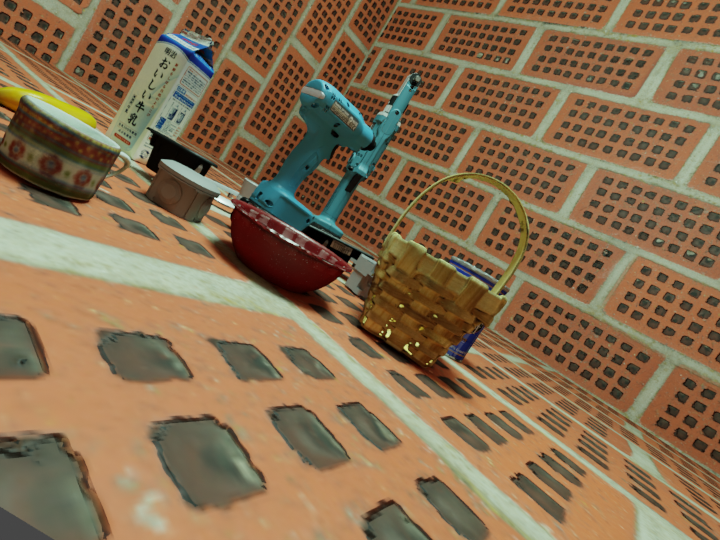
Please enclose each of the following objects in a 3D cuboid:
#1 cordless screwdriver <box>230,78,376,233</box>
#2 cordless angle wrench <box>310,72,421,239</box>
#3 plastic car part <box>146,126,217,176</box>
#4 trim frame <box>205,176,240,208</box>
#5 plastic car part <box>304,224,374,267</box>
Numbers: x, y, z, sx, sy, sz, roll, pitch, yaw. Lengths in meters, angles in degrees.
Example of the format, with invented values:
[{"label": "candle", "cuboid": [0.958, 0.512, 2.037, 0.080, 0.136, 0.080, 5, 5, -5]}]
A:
[{"label": "cordless screwdriver", "cuboid": [-0.077, -0.141, 0.643, 0.079, 0.248, 0.150, 36, 6, 40]}, {"label": "cordless angle wrench", "cuboid": [0.002, -0.219, 0.879, 0.072, 0.423, 0.101, 30, 5, -19]}, {"label": "plastic car part", "cuboid": [-0.270, -0.151, 0.617, 0.123, 0.071, 0.063, 34, 6, 30]}, {"label": "trim frame", "cuboid": [-0.245, -0.134, 0.844, 0.194, 0.027, 0.235, 35, 6, 33]}, {"label": "plastic car part", "cuboid": [-0.079, -0.051, 0.804, 0.199, 0.067, 0.067, 31, 5, -9]}]
